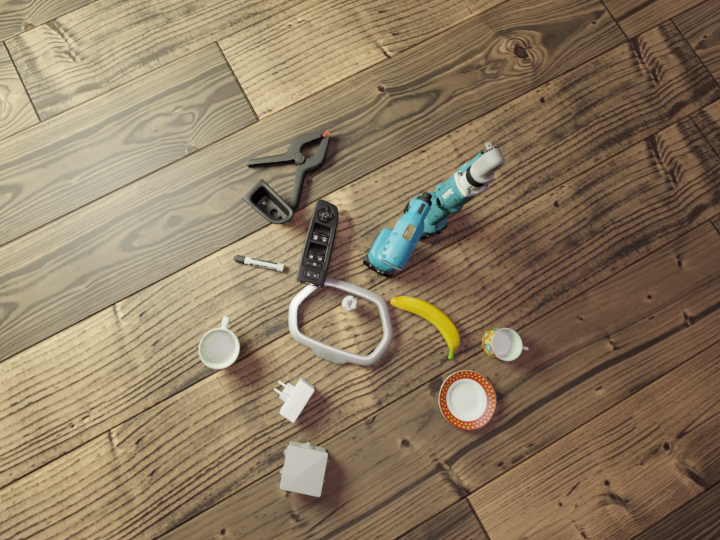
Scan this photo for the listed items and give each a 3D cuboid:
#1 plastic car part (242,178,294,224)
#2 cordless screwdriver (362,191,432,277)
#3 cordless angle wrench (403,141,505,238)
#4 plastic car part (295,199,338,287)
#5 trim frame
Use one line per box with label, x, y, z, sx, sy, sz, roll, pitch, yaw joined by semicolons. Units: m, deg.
plastic car part;-0.210;-0.146;0.995;0.118;0.070;0.066;43;82;4
cordless screwdriver;0.081;-0.069;0.899;0.074;0.248;0.159;30;81;-3
cordless angle wrench;0.176;-0.145;0.826;0.074;0.422;0.099;-21;87;-8
plastic car part;-0.096;-0.063;0.985;0.066;0.067;0.204;13;81;-2
trim frame;-0.045;0.120;0.976;0.249;0.027;0.185;18;81;2
